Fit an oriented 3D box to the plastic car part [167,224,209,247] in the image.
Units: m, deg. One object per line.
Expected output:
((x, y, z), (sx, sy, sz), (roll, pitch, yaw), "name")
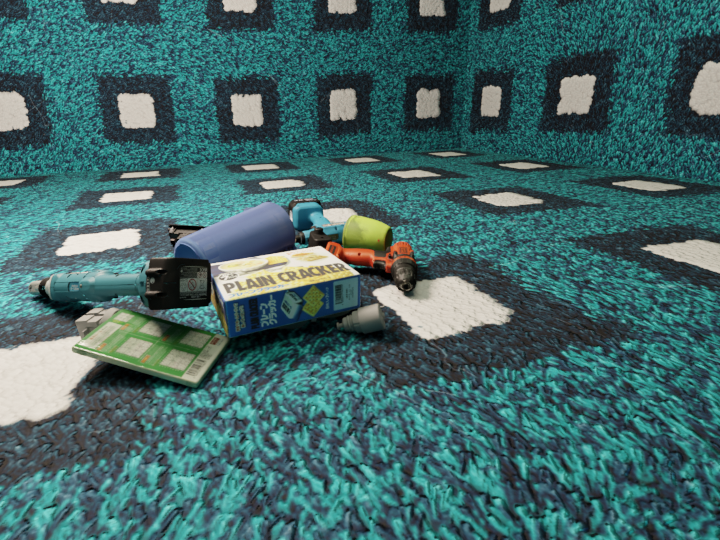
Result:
((-0.380, -0.072, 1.033), (0.206, 0.064, 0.068), (2, 30, 8), "plastic car part")

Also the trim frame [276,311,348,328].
((-0.129, 0.051, 0.749), (0.249, 0.027, 0.188), (0, 20, -1), "trim frame")

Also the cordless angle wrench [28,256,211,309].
((-0.435, 0.026, 0.711), (0.440, 0.075, 0.094), (-2, -3, 28), "cordless angle wrench")

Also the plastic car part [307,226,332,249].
((-0.095, -0.062, 0.975), (0.064, 0.069, 0.122), (-3, 23, -17), "plastic car part")

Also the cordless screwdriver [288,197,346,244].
((-0.138, -0.128, 1.148), (0.154, 0.073, 0.262), (-11, 27, -24), "cordless screwdriver")
